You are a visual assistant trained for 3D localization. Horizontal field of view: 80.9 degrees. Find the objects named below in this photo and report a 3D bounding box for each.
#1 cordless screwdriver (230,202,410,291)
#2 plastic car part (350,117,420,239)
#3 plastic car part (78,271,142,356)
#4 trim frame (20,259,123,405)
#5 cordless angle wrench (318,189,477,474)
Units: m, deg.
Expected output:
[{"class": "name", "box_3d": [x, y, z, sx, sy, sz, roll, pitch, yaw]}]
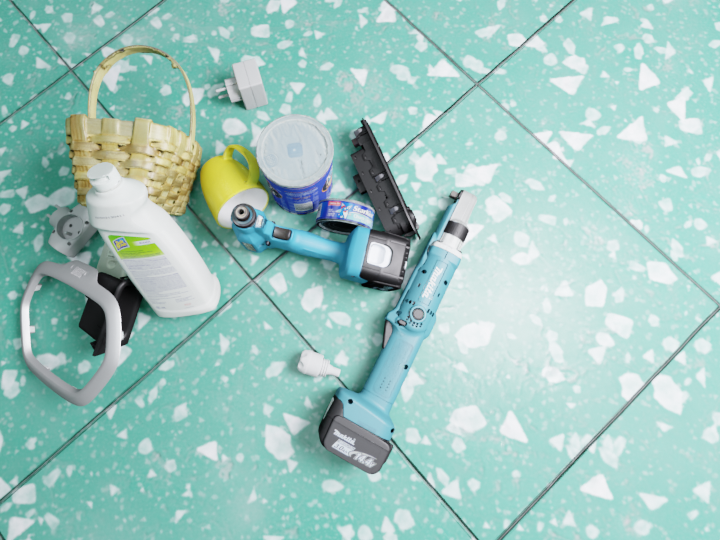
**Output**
[{"class": "cordless screwdriver", "box_3d": [-0.058, -0.038, 0.591, 0.250, 0.158, 0.075, 14, 81, 1]}, {"class": "plastic car part", "box_3d": [0.032, -0.131, 0.656, 0.067, 0.065, 0.207, -28, 80, 4]}, {"class": "plastic car part", "box_3d": [-0.367, 0.051, 0.612, 0.073, 0.065, 0.116, 22, 99, 11]}, {"class": "trim frame", "box_3d": [-0.414, 0.080, 0.597, 0.261, 0.026, 0.183, 17, 94, 30]}, {"class": "cordless angle wrench", "box_3d": [0.075, 0.066, 0.613, 0.099, 0.073, 0.423, 27, 78, 4]}]
